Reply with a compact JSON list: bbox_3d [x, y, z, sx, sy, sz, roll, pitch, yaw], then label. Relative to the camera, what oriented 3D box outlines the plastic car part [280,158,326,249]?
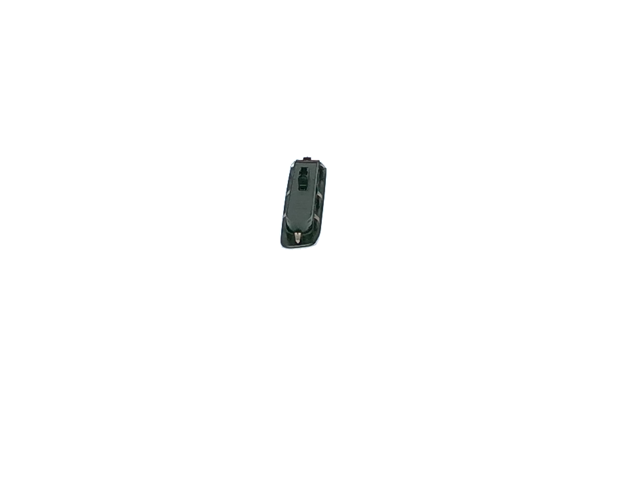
[{"bbox_3d":[-0.025,-0.072,0.691,0.066,0.202,0.067,7,-39,-2],"label":"plastic car part"}]
